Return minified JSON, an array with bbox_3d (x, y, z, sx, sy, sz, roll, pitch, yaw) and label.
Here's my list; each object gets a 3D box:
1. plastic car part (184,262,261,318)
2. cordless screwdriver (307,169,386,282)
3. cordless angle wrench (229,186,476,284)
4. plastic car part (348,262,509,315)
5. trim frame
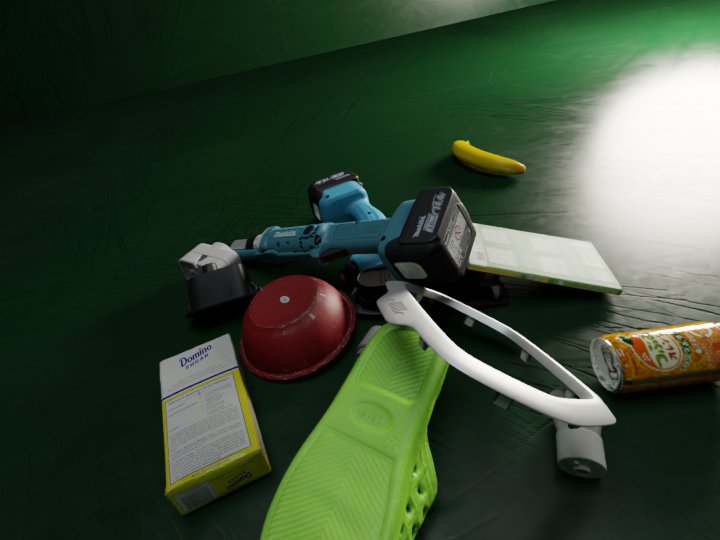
[{"bbox_3d":[-0.206,0.023,0.616,0.116,0.072,0.065,-13,-10,0],"label":"plastic car part"},{"bbox_3d":[-0.013,-0.074,0.698,0.156,0.071,0.263,-27,42,-18],"label":"cordless screwdriver"},{"bbox_3d":[-0.059,-0.039,0.604,0.443,0.070,0.098,0,52,42],"label":"cordless angle wrench"},{"bbox_3d":[0.081,0.019,0.553,0.206,0.064,0.068,-10,42,10],"label":"plastic car part"},{"bbox_3d":[0.104,0.063,0.384,0.181,0.027,0.254,22,12,-11],"label":"trim frame"}]
